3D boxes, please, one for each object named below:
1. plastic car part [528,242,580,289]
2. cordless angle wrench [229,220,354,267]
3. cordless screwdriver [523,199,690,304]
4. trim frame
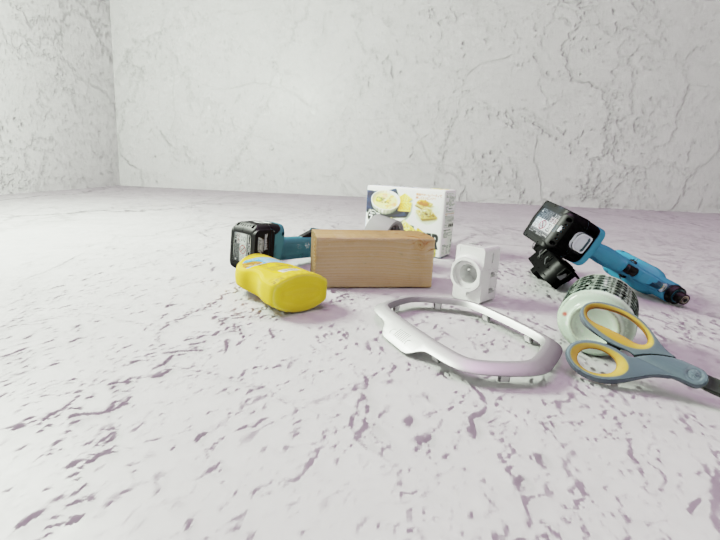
[{"bbox_3d":[0.362,-0.012,0.814,0.068,0.066,0.201,-39,3,15],"label":"plastic car part"},{"bbox_3d":[-0.090,-0.059,0.924,0.078,0.097,0.404,12,13,37],"label":"cordless angle wrench"},{"bbox_3d":[0.420,-0.024,0.724,0.241,0.074,0.164,24,18,-17],"label":"cordless screwdriver"},{"bbox_3d":[0.121,0.074,0.528,0.178,0.027,0.260,-3,17,-24],"label":"trim frame"}]
